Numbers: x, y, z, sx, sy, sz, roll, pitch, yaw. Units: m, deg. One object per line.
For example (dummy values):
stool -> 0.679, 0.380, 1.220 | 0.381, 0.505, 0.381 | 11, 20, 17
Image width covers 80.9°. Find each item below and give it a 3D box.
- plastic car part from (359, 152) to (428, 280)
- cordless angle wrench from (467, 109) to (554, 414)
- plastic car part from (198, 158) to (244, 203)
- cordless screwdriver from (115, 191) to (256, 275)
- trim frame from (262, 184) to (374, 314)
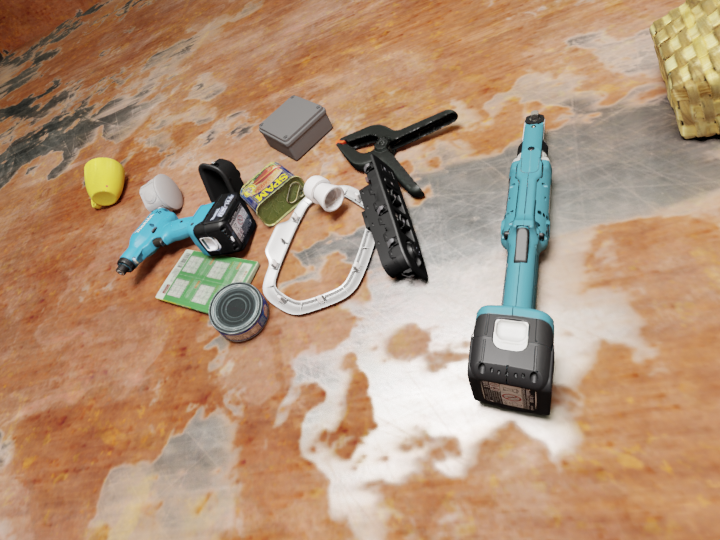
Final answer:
plastic car part -> 0.039, -0.072, 0.610 | 0.068, 0.063, 0.211 | -29, 58, 18
cordless angle wrench -> 0.203, -0.050, 0.521 | 0.077, 0.093, 0.427 | 2, 55, 25
plastic car part -> -0.250, -0.162, 0.800 | 0.068, 0.112, 0.071 | 0, 33, 24
cordless screwdriver -> -0.322, -0.059, 0.764 | 0.258, 0.071, 0.161 | -4, 45, 26
trim frame -> -0.066, -0.043, 0.675 | 0.192, 0.026, 0.251 | 4, 61, 29
